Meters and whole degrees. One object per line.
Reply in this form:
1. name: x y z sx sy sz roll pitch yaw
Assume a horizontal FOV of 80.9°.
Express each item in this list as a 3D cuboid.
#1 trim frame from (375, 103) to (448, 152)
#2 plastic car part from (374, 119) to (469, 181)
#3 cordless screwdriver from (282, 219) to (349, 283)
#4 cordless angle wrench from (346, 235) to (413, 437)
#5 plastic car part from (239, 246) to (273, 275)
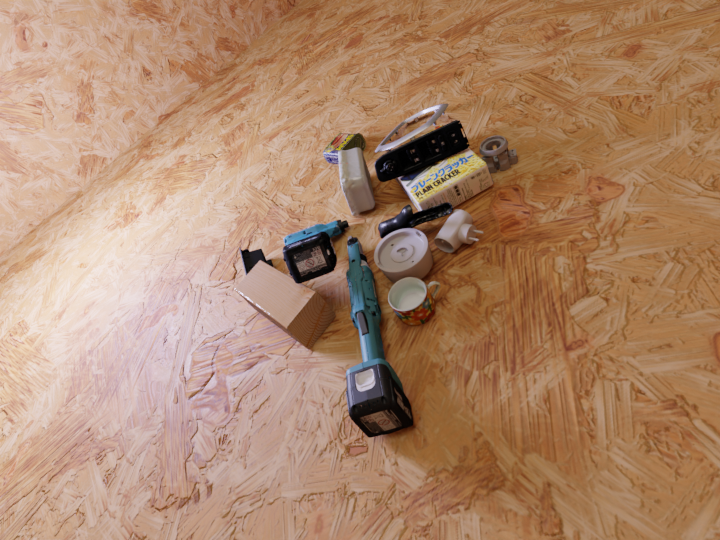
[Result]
1. trim frame: 0.130 -0.365 1.087 0.191 0.026 0.248 -12 32 38
2. plastic car part: 0.123 -0.262 0.924 0.206 0.063 0.069 -23 33 16
3. cordless screwdriver: -0.089 -0.059 0.915 0.159 0.073 0.254 -22 16 -1
4. cordless angle wrench: 0.009 0.078 0.775 0.075 0.093 0.438 -24 39 13
5. plastic car part: -0.254 -0.011 1.051 0.070 0.063 0.123 -24 44 -8
